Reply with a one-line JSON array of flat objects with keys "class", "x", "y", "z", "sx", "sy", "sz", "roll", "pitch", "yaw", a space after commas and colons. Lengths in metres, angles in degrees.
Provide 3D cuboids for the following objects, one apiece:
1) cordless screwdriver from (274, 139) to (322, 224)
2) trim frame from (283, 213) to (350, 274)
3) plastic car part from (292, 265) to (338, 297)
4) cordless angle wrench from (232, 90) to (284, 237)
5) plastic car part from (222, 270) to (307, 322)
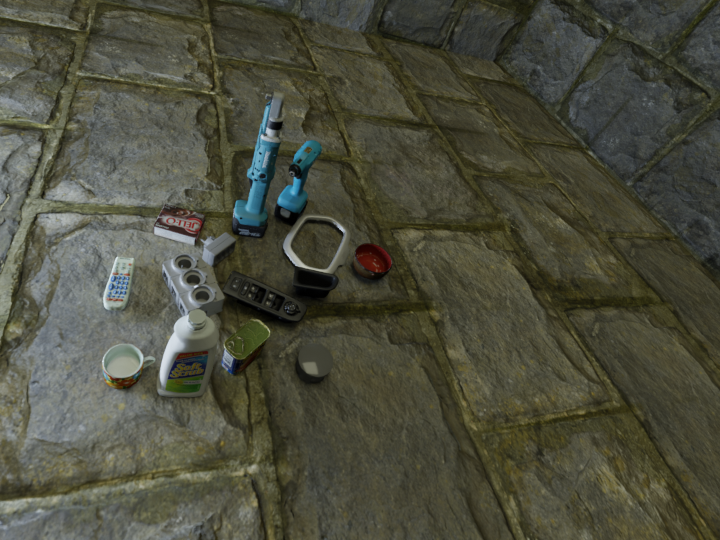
[{"class": "cordless screwdriver", "x": -0.185, "y": -0.233, "z": 1.192, "sx": 0.074, "sy": 0.247, "sz": 0.160, "roll": 27, "pitch": 44, "yaw": -2}, {"class": "trim frame", "x": -0.120, "y": -0.079, "z": 1.228, "sx": 0.185, "sy": 0.027, "sz": 0.250, "roll": 23, "pitch": 45, "yaw": 0}, {"class": "plastic car part", "x": -0.121, "y": 0.041, "z": 1.084, "sx": 0.114, "sy": 0.070, "sz": 0.068, "roll": 13, "pitch": 46, "yaw": -11}, {"class": "cordless angle wrench", "x": -0.247, "y": -0.253, "z": 1.063, "sx": 0.095, "sy": 0.419, "sz": 0.077, "roll": 10, "pitch": 48, "yaw": -19}, {"class": "plastic car part", "x": -0.229, "y": 0.077, "z": 1.012, "sx": 0.202, "sy": 0.066, "sz": 0.067, "roll": 21, "pitch": 45, "yaw": -2}]
